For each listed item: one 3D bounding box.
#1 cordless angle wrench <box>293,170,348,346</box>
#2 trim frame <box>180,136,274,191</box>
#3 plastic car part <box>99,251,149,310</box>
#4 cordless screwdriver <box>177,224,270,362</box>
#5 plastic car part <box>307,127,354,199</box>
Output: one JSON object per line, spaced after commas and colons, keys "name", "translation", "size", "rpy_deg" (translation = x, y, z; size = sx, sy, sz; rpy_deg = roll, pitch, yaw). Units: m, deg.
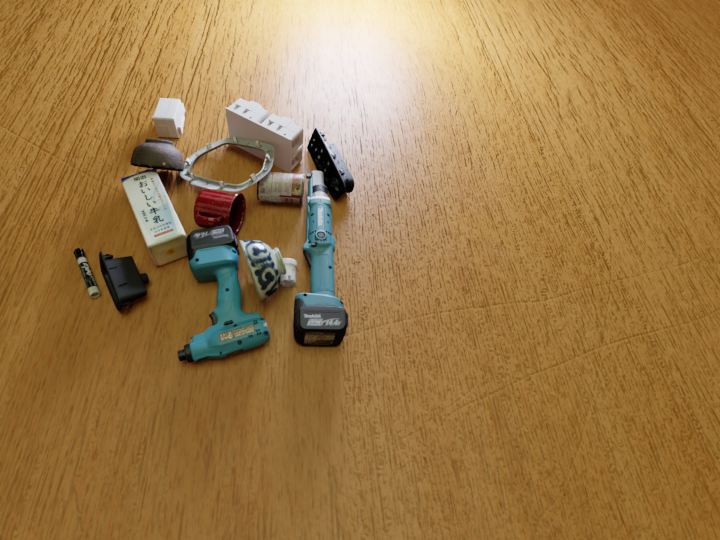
{"name": "cordless angle wrench", "translation": [-0.085, -0.056, 0.873], "size": [0.097, 0.072, 0.437], "rpy_deg": [0, 54, -7]}
{"name": "trim frame", "translation": [-0.306, -0.246, 0.967], "size": [0.261, 0.026, 0.184], "rpy_deg": [20, 60, 28]}
{"name": "plastic car part", "translation": [-0.443, 0.018, 0.803], "size": [0.069, 0.065, 0.121], "rpy_deg": [-23, 63, -36]}
{"name": "cordless screwdriver", "translation": [-0.278, 0.042, 0.789], "size": [0.156, 0.073, 0.259], "rpy_deg": [-16, 63, -16]}
{"name": "plastic car part", "translation": [-0.068, -0.250, 1.014], "size": [0.064, 0.066, 0.212], "rpy_deg": [5, 49, -36]}
